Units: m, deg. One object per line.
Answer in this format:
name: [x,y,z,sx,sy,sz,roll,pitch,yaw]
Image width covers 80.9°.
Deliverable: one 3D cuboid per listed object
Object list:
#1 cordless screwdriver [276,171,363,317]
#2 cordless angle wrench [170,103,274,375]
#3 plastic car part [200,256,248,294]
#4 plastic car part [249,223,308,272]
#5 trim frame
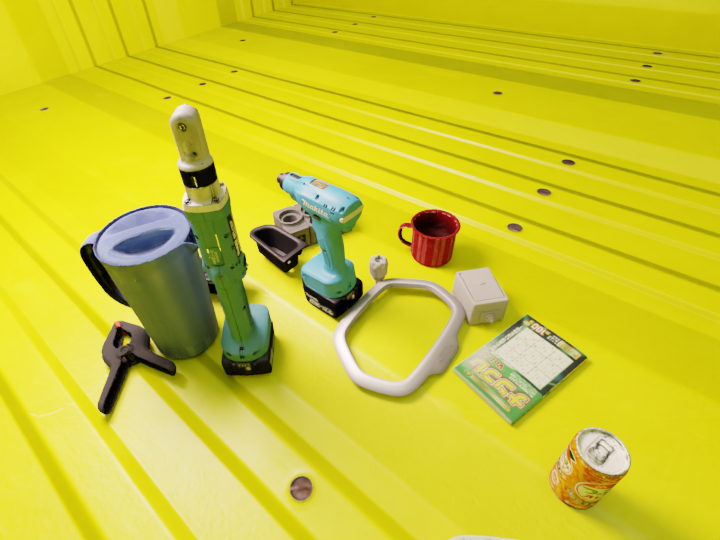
cordless screwdriver: [-0.070,-0.046,0.714,0.168,0.240,0.073,31,51,31]
cordless angle wrench: [-0.180,-0.011,0.564,0.074,0.408,0.101,-2,42,-2]
plastic car part: [-0.313,0.009,0.808,0.209,0.065,0.067,10,44,15]
plastic car part: [-0.165,-0.039,0.842,0.123,0.068,0.065,30,52,31]
trim frame: [0.067,0.099,0.702,0.193,0.026,0.245,24,50,28]
